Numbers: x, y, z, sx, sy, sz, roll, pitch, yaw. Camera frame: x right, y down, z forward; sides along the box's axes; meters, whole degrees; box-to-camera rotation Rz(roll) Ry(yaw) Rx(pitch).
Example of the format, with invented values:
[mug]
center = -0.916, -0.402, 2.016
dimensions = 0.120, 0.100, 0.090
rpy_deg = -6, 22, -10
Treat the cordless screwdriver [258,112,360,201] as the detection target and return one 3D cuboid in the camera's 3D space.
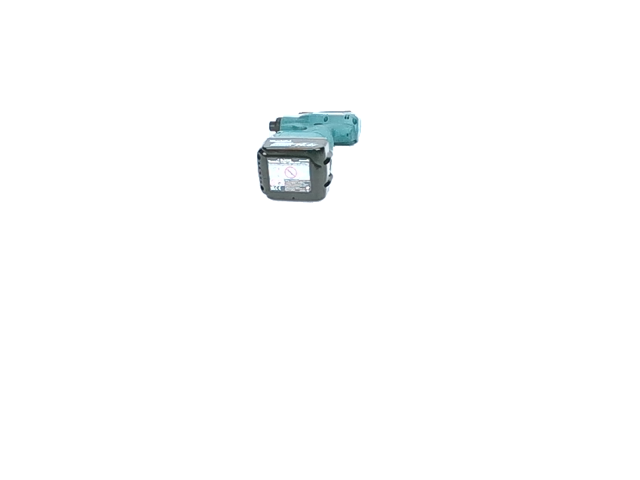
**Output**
[cordless screwdriver]
center = -0.035, -0.145, 0.652
dimensions = 0.160, 0.074, 0.247
rpy_deg = 5, 31, 13
